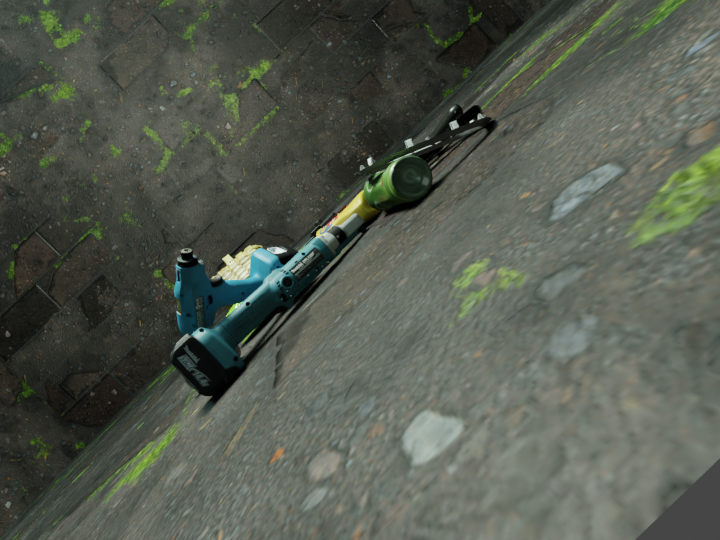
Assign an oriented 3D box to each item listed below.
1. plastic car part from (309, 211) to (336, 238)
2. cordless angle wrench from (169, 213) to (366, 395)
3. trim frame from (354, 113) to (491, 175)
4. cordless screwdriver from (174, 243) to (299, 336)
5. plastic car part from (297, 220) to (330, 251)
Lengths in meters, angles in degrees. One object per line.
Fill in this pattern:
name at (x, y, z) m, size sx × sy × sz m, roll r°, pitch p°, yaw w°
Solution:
plastic car part at (-0.088, -0.112, 1.138) m, size 0.116 × 0.070 × 0.067 m, roll -43°, pitch 6°, yaw -13°
cordless angle wrench at (-0.133, 0.029, 0.731) m, size 0.418 × 0.098 × 0.075 m, roll -45°, pitch 4°, yaw -27°
trim frame at (0.105, -0.215, 0.730) m, size 0.249 × 0.027 × 0.185 m, roll -23°, pitch 7°, yaw 2°
cordless screwdriver at (-0.214, 0.008, 0.757) m, size 0.241 × 0.078 × 0.155 m, roll -24°, pitch -53°, yaw -42°
plastic car part at (-0.104, -0.068, 1.065) m, size 0.203 × 0.065 × 0.068 m, roll -47°, pitch 15°, yaw -1°
